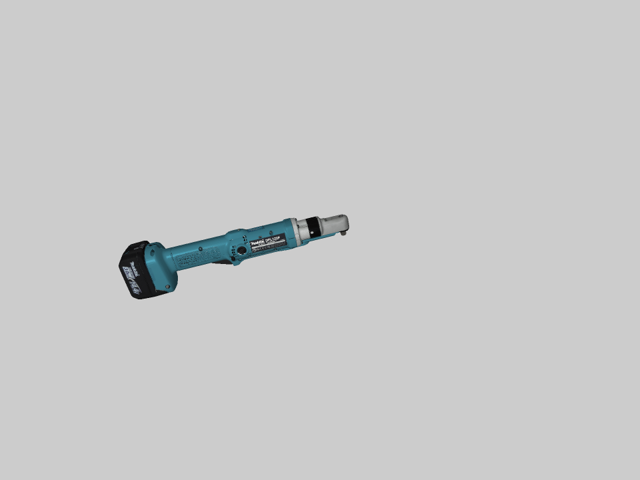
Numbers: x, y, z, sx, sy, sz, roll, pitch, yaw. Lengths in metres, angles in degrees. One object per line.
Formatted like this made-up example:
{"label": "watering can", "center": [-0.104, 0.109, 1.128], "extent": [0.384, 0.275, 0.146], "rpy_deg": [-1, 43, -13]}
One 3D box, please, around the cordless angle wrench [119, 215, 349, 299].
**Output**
{"label": "cordless angle wrench", "center": [-0.151, 0.011, 0.805], "extent": [0.423, 0.098, 0.074], "rpy_deg": [-14, 26, -5]}
